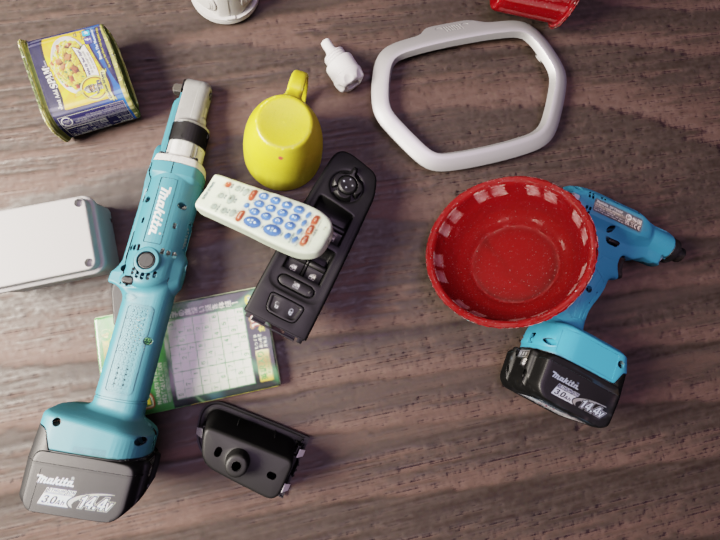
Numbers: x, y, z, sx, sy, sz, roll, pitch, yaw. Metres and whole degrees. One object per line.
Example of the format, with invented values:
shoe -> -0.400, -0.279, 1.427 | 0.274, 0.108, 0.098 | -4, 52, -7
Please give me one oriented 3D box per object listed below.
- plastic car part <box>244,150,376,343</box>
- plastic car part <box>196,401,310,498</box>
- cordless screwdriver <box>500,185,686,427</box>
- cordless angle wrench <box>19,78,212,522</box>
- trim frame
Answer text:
plastic car part -> -0.043, -0.028, 0.444 | 0.067, 0.066, 0.203 | 25, 78, 1
plastic car part -> -0.112, 0.181, 0.414 | 0.115, 0.072, 0.066 | 26, 81, -7
cordless screwdriver -> 0.264, 0.042, 0.468 | 0.158, 0.074, 0.250 | 23, 78, -4
cordless angle wrench -> -0.207, -0.004, 0.419 | 0.097, 0.074, 0.427 | 10, 76, -5
trim frame -> 0.132, -0.215, 0.506 | 0.247, 0.027, 0.185 | -15, 87, -6
